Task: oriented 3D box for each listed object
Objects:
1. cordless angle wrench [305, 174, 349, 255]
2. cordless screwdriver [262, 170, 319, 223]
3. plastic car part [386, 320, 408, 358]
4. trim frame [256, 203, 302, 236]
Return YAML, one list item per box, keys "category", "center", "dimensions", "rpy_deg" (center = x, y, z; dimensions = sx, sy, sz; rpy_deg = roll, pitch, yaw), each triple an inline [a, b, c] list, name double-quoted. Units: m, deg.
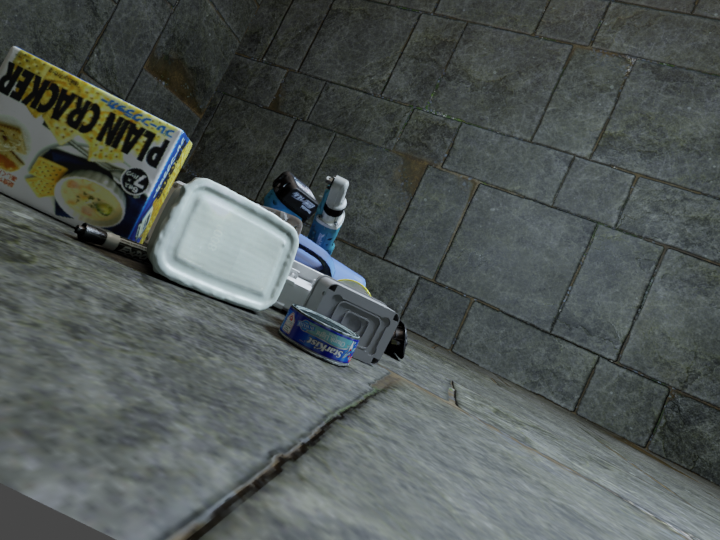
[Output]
- category: "cordless angle wrench"
  center: [-0.088, -0.057, 0.895]
  dimensions: [0.098, 0.075, 0.420]
  rpy_deg: [27, -32, -2]
- category: "cordless screwdriver"
  center: [-0.200, -0.088, 0.926]
  dimensions: [0.150, 0.250, 0.078]
  rpy_deg: [41, 16, -44]
- category: "plastic car part"
  center: [0.054, 0.124, 0.832]
  dimensions: [0.067, 0.066, 0.204]
  rpy_deg: [16, -2, -6]
- category: "trim frame"
  center: [-0.209, -0.058, 0.717]
  dimensions: [0.263, 0.181, 0.026]
  rpy_deg: [22, -38, 38]
